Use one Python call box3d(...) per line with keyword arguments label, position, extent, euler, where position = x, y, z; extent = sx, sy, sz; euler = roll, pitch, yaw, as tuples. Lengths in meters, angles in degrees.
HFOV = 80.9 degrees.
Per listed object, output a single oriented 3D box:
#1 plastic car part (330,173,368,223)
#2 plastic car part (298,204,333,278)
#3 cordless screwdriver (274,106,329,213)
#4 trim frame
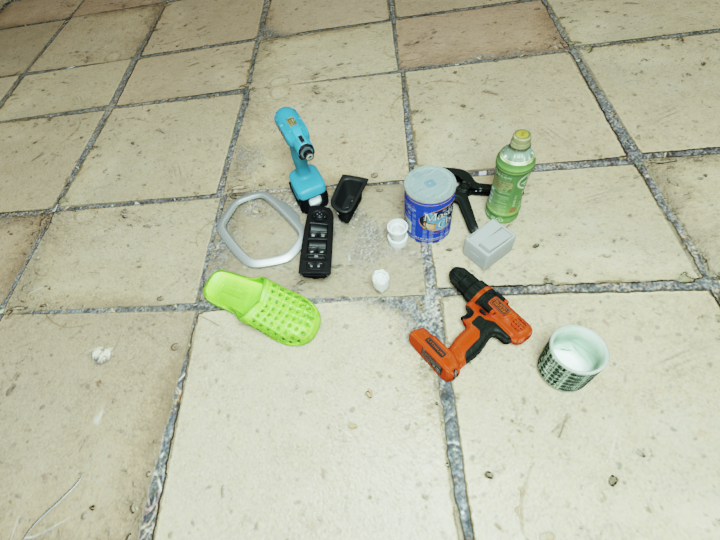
box3d(label="plastic car part", position=(-0.029, -0.159, 0.987), extent=(0.068, 0.068, 0.117), euler=(13, 59, 16))
box3d(label="plastic car part", position=(-0.091, -0.060, 0.932), extent=(0.067, 0.064, 0.209), euler=(-4, 55, 6))
box3d(label="cordless screwdriver", position=(-0.123, -0.226, 0.946), extent=(0.074, 0.239, 0.167), euler=(-23, 56, -9))
box3d(label="trim frame", position=(-0.235, -0.102, 1.012), extent=(0.182, 0.026, 0.262), euler=(-38, 57, -16))
